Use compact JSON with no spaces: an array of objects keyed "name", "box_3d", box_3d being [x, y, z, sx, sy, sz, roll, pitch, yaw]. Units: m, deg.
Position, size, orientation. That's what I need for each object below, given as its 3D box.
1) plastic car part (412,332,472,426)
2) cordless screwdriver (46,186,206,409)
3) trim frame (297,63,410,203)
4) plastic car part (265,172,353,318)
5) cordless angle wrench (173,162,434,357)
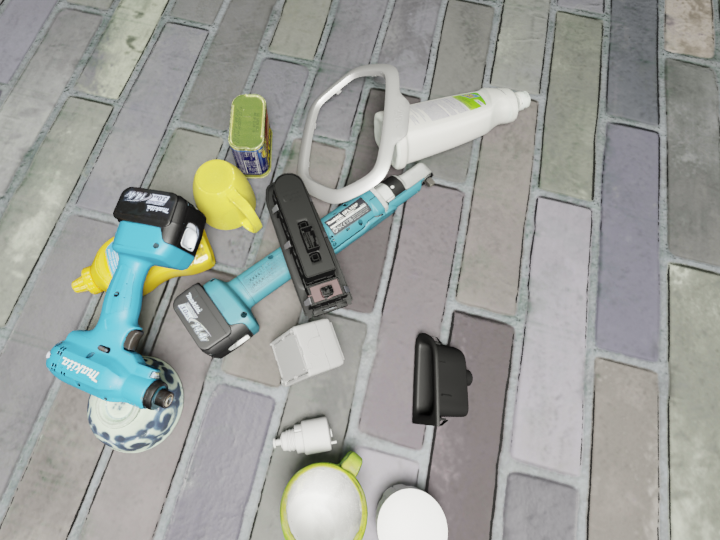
[{"name":"plastic car part","box_3d":[0.112,0.145,0.556,0.069,0.066,0.118,14,68,-15]},{"name":"cordless screwdriver","box_3d":[-0.257,0.030,0.510,0.164,0.072,0.250,14,77,15]},{"name":"trim frame","box_3d":[-0.016,-0.212,0.644,0.192,0.026,0.253,-7,64,32]},{"name":"plastic car part","box_3d":[-0.075,-0.046,0.549,0.066,0.065,0.210,-21,68,-6]},{"name":"cordless angle wrench","box_3d":[-0.060,-0.039,0.609,0.419,0.073,0.100,-37,77,-14]}]
